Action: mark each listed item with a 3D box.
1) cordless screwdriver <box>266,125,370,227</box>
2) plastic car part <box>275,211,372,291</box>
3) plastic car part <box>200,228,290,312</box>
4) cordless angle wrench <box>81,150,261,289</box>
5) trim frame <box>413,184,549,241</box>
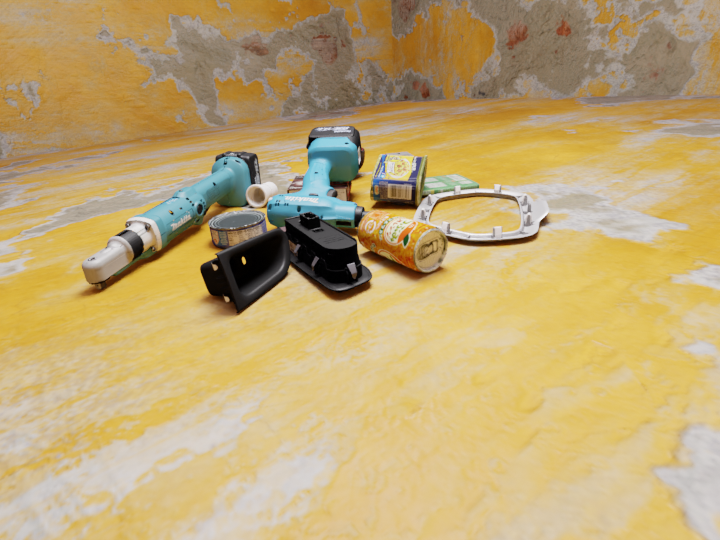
[{"bbox_3d":[-0.042,-0.153,0.706,0.163,0.071,0.252,4,44,13],"label":"cordless screwdriver"},{"bbox_3d":[-0.052,-0.034,0.527,0.064,0.066,0.214,-8,26,-27],"label":"plastic car part"},{"bbox_3d":[-0.137,-0.005,0.489,0.073,0.065,0.115,-9,17,27],"label":"plastic car part"},{"bbox_3d":[-0.281,-0.099,0.683,0.076,0.095,0.424,4,30,12],"label":"cordless angle wrench"},{"bbox_3d":[0.180,-0.094,0.642,0.190,0.027,0.246,5,25,19],"label":"trim frame"}]
